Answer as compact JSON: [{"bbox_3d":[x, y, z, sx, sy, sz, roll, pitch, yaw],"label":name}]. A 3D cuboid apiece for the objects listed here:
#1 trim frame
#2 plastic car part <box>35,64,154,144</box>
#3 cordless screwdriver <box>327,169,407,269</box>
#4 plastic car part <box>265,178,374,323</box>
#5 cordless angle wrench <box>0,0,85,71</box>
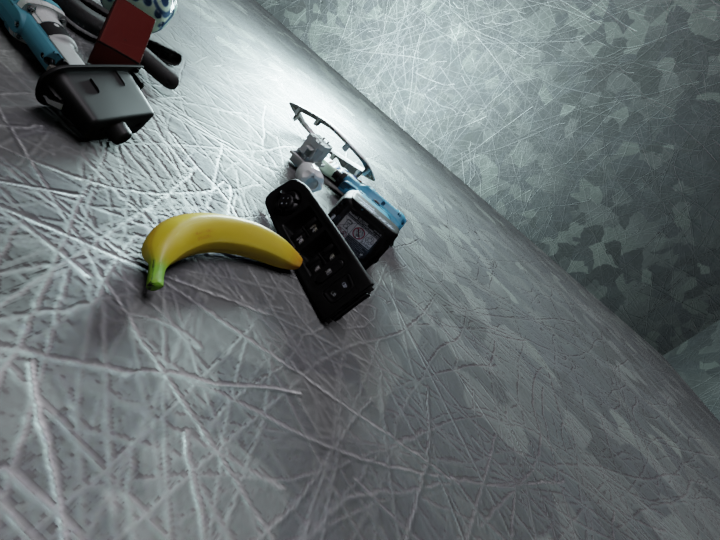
[{"bbox_3d":[-0.060,-0.251,0.835,0.263,0.027,0.174,41,-1,42],"label":"trim frame"},{"bbox_3d":[-0.257,-0.162,0.427,0.069,0.067,0.117,52,24,-14],"label":"plastic car part"},{"bbox_3d":[-0.005,-0.098,0.678,0.159,0.075,0.247,41,19,-2],"label":"cordless screwdriver"},{"bbox_3d":[-0.049,-0.032,0.502,0.063,0.067,0.213,25,26,-56],"label":"plastic car part"},{"bbox_3d":[-0.422,-0.350,0.488,0.434,0.075,0.095,49,24,14],"label":"cordless angle wrench"}]
